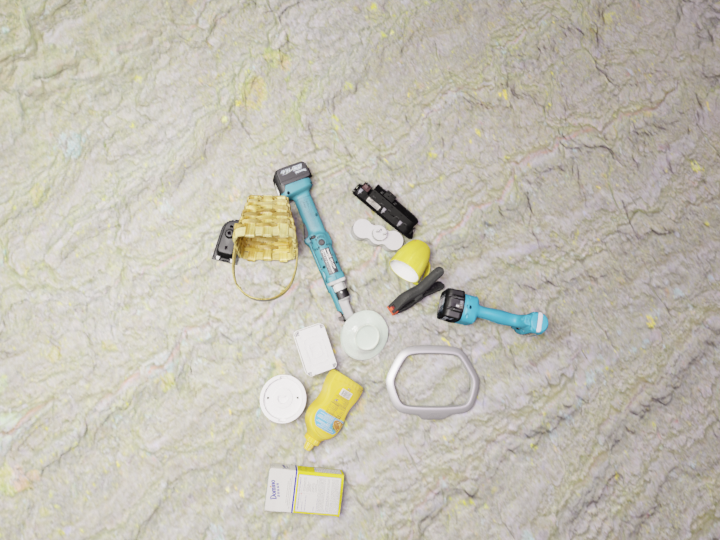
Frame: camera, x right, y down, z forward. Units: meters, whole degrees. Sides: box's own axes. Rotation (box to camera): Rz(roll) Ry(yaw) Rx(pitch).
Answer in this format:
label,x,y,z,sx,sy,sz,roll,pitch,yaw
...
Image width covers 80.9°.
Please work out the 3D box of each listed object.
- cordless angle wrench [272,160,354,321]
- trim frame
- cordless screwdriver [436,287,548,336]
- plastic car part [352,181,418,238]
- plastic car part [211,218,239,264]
label,x,y,z,sx,sy,sz,roll,pitch,yaw
cordless angle wrench,-0.106,-0.070,1.089,0.097,0.075,0.426,-22,85,-12
trim frame,0.185,0.286,1.081,0.245,0.027,0.186,1,78,-9
cordless screwdriver,0.328,0.118,1.089,0.254,0.155,0.075,13,76,9
plastic car part,0.076,-0.169,1.126,0.202,0.066,0.068,44,119,-2
plastic car part,-0.328,-0.080,1.060,0.065,0.071,0.117,14,82,-9
